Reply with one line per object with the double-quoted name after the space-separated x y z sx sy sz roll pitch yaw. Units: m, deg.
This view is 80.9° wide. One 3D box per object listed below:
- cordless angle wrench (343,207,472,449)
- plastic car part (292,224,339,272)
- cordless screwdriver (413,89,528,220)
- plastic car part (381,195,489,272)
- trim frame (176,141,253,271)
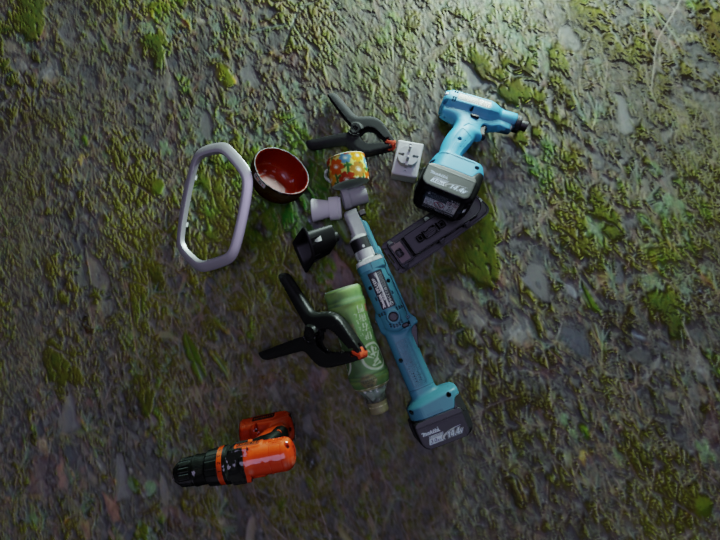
0.060 0.083 0.746 0.098 0.073 0.431 -23 78 2 "cordless angle wrench"
-0.075 -0.049 0.763 0.069 0.118 0.067 -23 84 -23 "plastic car part"
0.194 -0.203 0.737 0.162 0.073 0.250 19 65 7 "cordless screwdriver"
0.138 -0.079 0.762 0.203 0.065 0.068 -33 75 -1 "plastic car part"
-0.281 -0.118 0.800 0.193 0.026 0.247 17 100 27 "trim frame"
